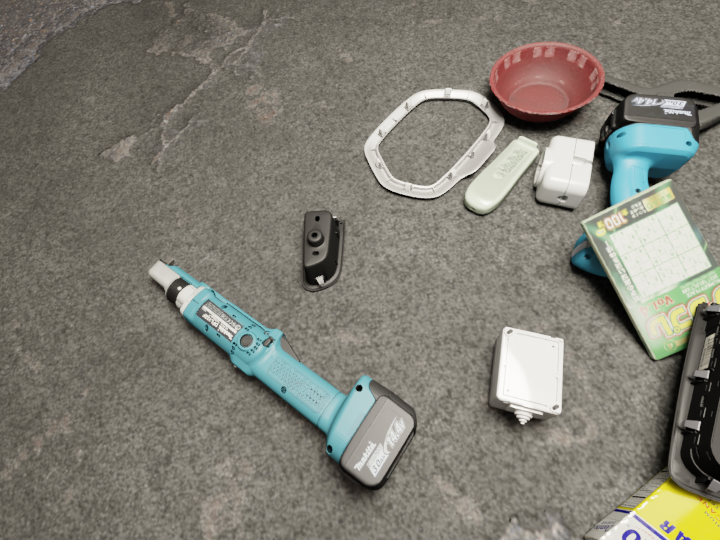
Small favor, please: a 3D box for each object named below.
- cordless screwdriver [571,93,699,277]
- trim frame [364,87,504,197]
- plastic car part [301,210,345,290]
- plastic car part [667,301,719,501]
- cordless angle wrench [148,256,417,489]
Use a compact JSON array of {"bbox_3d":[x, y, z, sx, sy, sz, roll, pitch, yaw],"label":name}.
[{"bbox_3d":[0.380,-0.097,0.539,0.163,0.072,0.250,15,75,13],"label":"cordless screwdriver"},{"bbox_3d":[0.120,-0.216,0.685,0.192,0.026,0.247,36,71,23],"label":"trim frame"},{"bbox_3d":[-0.058,-0.038,0.594,0.067,0.068,0.119,-3,59,7],"label":"plastic car part"},{"bbox_3d":[0.354,0.117,0.399,0.068,0.065,0.203,29,70,11],"label":"plastic car part"},{"bbox_3d":[-0.133,0.097,0.536,0.442,0.071,0.097,30,70,25],"label":"cordless angle wrench"}]
